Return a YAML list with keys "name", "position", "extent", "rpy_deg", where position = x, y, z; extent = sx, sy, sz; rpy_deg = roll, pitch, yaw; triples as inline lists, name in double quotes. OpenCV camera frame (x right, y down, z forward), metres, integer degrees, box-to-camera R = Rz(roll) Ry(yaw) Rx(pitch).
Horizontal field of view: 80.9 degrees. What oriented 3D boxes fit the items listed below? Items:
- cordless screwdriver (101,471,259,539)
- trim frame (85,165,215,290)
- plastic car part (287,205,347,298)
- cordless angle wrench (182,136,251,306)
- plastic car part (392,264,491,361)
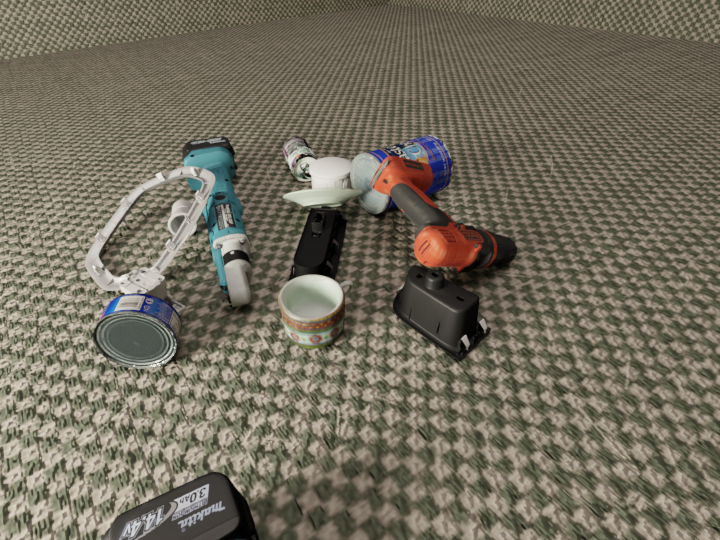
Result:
- name: "cordless screwdriver"
  position: [-0.089, 0.259, 0.223]
  extent: [0.155, 0.072, 0.263]
  rpy_deg: [-23, 46, -24]
- name: "trim frame"
  position: [-0.315, -0.076, 0.640]
  extent: [0.190, 0.026, 0.252]
  rpy_deg: [2, 53, 20]
- name: "plastic car part"
  position: [-0.059, -0.039, 0.606]
  extent: [0.066, 0.065, 0.207]
  rpy_deg: [8, 41, 0]
- name: "cordless angle wrench"
  position: [-0.223, -0.095, 0.680]
  extent: [0.096, 0.072, 0.445]
  rpy_deg: [-14, 42, -15]
- name: "plastic car part"
  position: [0.089, 0.035, 0.493]
  extent: [0.064, 0.069, 0.123]
  rpy_deg: [-30, 49, -34]
